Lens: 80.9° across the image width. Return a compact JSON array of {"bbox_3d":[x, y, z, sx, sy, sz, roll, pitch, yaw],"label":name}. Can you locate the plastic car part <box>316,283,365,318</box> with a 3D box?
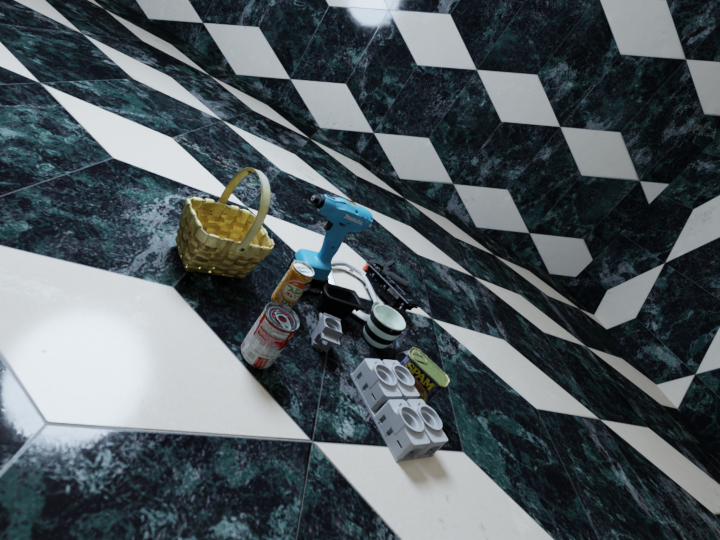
[{"bbox_3d":[-0.059,0.079,0.995,0.110,0.071,0.069,16,29,-37],"label":"plastic car part"}]

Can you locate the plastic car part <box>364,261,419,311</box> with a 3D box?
[{"bbox_3d":[0.078,0.052,1.236,0.063,0.067,0.214,8,33,-47],"label":"plastic car part"}]

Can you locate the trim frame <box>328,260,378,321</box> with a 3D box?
[{"bbox_3d":[-0.017,0.053,1.159,0.176,0.027,0.260,20,26,-29],"label":"trim frame"}]

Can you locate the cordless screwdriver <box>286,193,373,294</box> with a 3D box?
[{"bbox_3d":[-0.098,-0.064,0.998,0.151,0.249,0.078,20,28,-33],"label":"cordless screwdriver"}]
